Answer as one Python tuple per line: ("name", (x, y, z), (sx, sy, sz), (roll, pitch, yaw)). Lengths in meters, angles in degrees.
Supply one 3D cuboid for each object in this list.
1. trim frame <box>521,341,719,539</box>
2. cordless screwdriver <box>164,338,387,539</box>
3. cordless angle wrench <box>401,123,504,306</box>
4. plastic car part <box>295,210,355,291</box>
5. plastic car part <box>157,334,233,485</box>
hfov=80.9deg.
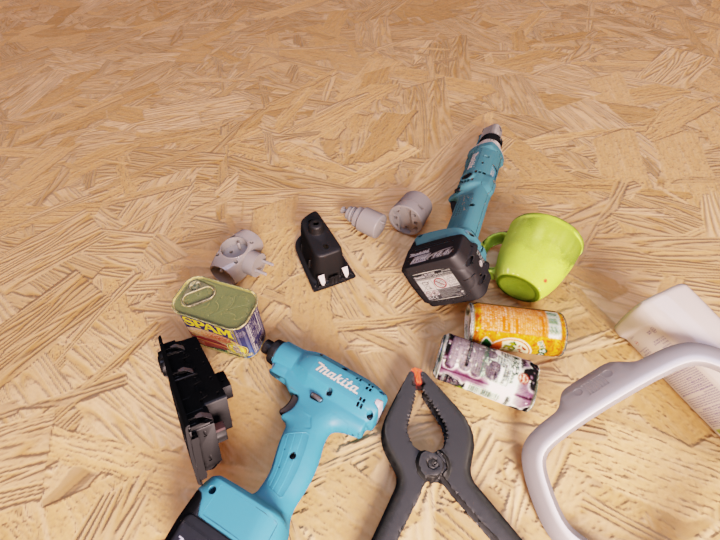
("trim frame", (0.276, 0.175, 0.383), (0.250, 0.026, 0.193), (-37, 58, 7))
("cordless screwdriver", (-0.097, 0.186, 0.430), (0.166, 0.072, 0.247), (23, 52, 21))
("cordless angle wrench", (0.176, -0.125, 0.660), (0.101, 0.071, 0.423), (-17, 32, 41))
("plastic car part", (-0.060, -0.039, 0.616), (0.065, 0.069, 0.122), (-19, 54, -15))
("plastic car part", (-0.180, 0.123, 0.454), (0.065, 0.064, 0.214), (-25, 29, -27))
